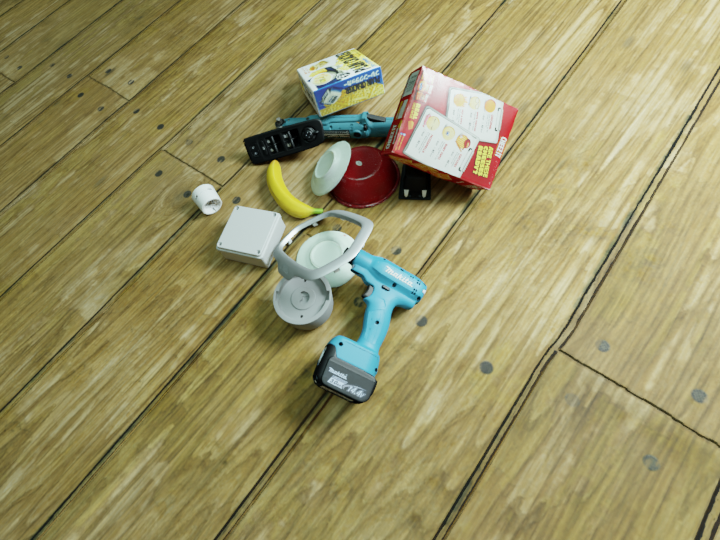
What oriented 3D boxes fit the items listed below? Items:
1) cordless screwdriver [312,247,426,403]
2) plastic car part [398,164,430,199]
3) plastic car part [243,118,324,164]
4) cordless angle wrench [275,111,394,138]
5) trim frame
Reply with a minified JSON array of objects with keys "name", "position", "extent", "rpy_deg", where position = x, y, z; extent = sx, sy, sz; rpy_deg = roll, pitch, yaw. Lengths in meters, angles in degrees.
[{"name":"cordless screwdriver","position":[-0.005,0.085,0.721],"extent":[0.160,0.074,0.249],"rpy_deg":[29,68,2]},{"name":"plastic car part","position":[0.116,-0.212,0.877],"extent":[0.067,0.068,0.119],"rpy_deg":[3,66,9]},{"name":"plastic car part","position":[-0.168,-0.303,0.982],"extent":[0.210,0.065,0.066],"rpy_deg":[-6,21,27]},{"name":"cordless angle wrench","position":[-0.001,-0.330,0.964],"extent":[0.438,0.093,0.075],"rpy_deg":[6,64,20]},{"name":"trim frame","position":[-0.078,-0.051,0.798],"extent":[0.182,0.026,0.262],"rpy_deg":[-40,33,-15]}]
